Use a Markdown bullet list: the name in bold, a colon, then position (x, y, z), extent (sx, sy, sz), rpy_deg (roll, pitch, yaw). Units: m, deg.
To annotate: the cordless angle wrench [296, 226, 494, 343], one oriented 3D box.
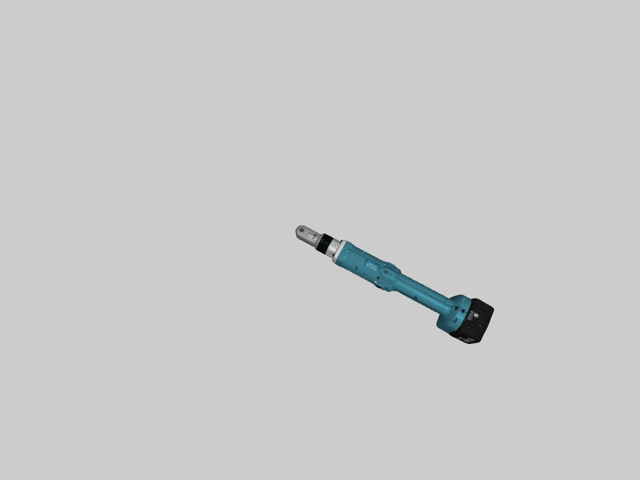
- **cordless angle wrench**: position (0.134, 0.075, 0.868), extent (0.423, 0.074, 0.098), rpy_deg (28, -15, 8)
